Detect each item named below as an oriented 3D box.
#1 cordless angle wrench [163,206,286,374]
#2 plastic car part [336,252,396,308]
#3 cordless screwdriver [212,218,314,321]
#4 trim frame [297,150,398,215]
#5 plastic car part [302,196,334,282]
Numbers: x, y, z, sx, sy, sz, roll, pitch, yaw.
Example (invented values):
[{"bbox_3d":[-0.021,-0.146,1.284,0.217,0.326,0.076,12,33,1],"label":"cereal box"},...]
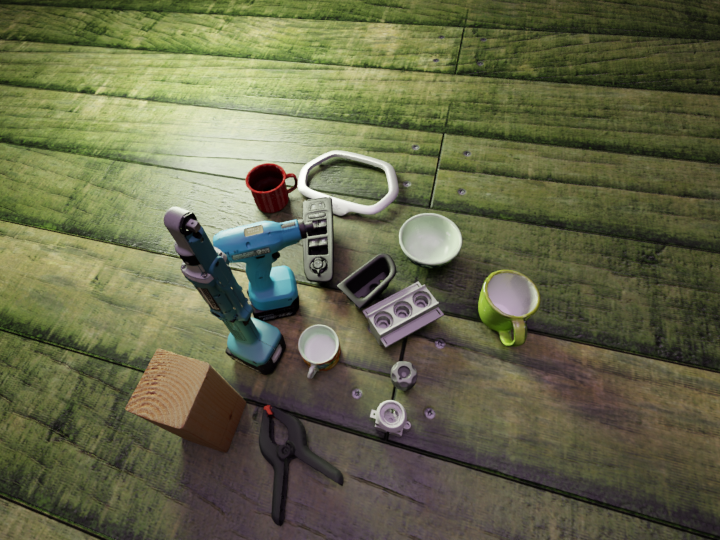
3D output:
[{"bbox_3d":[-0.196,0.045,0.627,0.101,0.408,0.074,21,61,14],"label":"cordless angle wrench"},{"bbox_3d":[0.021,0.029,0.815,0.115,0.068,0.069,-38,62,-18],"label":"plastic car part"},{"bbox_3d":[-0.149,-0.002,0.753,0.158,0.240,0.077,-12,58,-4],"label":"cordless screwdriver"},{"bbox_3d":[-0.031,-0.209,1.001,0.257,0.026,0.185,19,61,18],"label":"trim frame"},{"bbox_3d":[-0.087,-0.057,0.886,0.067,0.065,0.209,-5,57,1],"label":"plastic car part"}]
